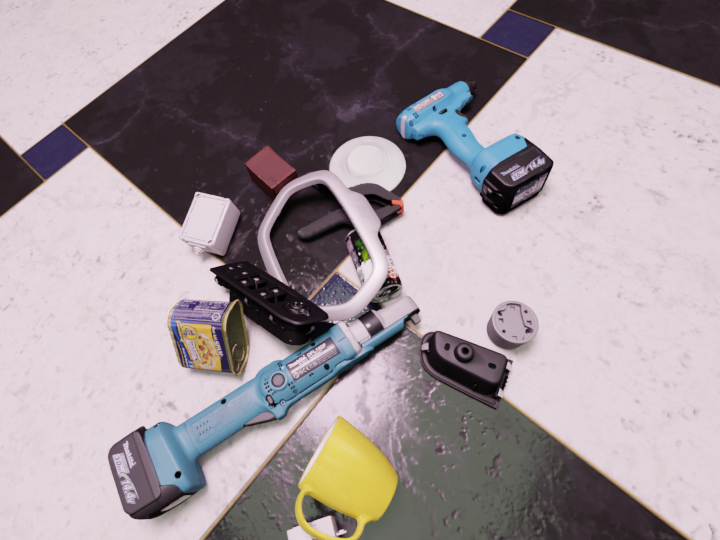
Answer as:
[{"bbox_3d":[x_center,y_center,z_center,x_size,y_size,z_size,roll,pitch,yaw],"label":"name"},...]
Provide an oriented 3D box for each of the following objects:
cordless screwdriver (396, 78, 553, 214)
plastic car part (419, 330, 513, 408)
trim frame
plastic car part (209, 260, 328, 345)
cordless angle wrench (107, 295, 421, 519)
[{"bbox_3d":[0.195,-0.216,0.684,0.158,0.071,0.261,-35,61,-10],"label":"cordless screwdriver"},{"bbox_3d":[0.132,0.113,0.531,0.120,0.069,0.066,23,68,13],"label":"plastic car part"},{"bbox_3d":[-0.060,-0.040,0.618,0.186,0.026,0.260,-36,59,12],"label":"trim frame"},{"bbox_3d":[-0.132,0.045,0.580,0.215,0.063,0.066,20,105,40],"label":"plastic car part"},{"bbox_3d":[-0.102,0.150,0.547,0.419,0.072,0.102,-31,65,-11],"label":"cordless angle wrench"}]
